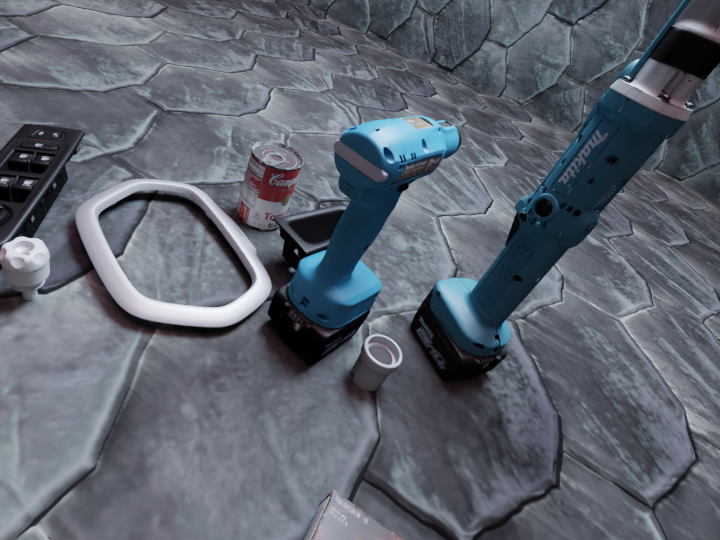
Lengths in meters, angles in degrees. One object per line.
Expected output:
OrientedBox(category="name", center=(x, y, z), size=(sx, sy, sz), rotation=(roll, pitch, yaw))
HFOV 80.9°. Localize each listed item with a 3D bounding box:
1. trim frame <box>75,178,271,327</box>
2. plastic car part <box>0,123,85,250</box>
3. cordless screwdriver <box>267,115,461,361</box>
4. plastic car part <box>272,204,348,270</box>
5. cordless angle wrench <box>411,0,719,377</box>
OrientedBox(category="trim frame", center=(-0.207, -0.029, 0.482), size=(0.177, 0.027, 0.260), rotation=(-18, 53, -42))
OrientedBox(category="plastic car part", center=(-0.352, -0.081, 0.438), size=(0.064, 0.066, 0.211), rotation=(10, 39, -20))
OrientedBox(category="cordless screwdriver", center=(0.007, -0.033, 0.413), size=(0.077, 0.247, 0.154), rotation=(41, 39, 19))
OrientedBox(category="plastic car part", center=(-0.052, -0.034, 0.532), size=(0.112, 0.070, 0.069), rotation=(-19, 54, -43))
OrientedBox(category="cordless angle wrench", center=(0.182, -0.056, 0.387), size=(0.071, 0.419, 0.103), rotation=(1, 44, -32))
